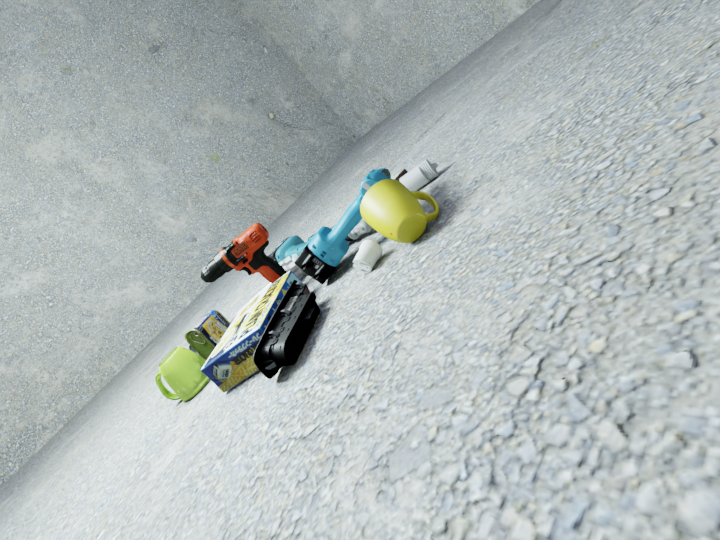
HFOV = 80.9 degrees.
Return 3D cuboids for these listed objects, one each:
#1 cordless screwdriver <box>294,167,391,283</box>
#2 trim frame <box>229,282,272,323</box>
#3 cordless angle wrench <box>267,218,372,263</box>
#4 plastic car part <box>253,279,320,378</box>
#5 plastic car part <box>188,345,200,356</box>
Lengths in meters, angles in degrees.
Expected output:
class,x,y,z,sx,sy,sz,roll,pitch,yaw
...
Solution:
class,x,y,z,sx,sy,sz,roll,pitch,yaw
cordless screwdriver,-0.024,-0.098,0.839,0.250,0.074,0.159,-50,6,25
trim frame,-0.274,0.096,1.102,0.248,0.027,0.189,-41,15,-3
cordless angle wrench,-0.103,-0.068,1.057,0.438,0.072,0.097,-13,32,55
plastic car part,-0.109,0.093,0.691,0.069,0.064,0.203,-6,30,22
plastic car part,-0.407,0.214,1.069,0.121,0.063,0.071,-14,46,54
